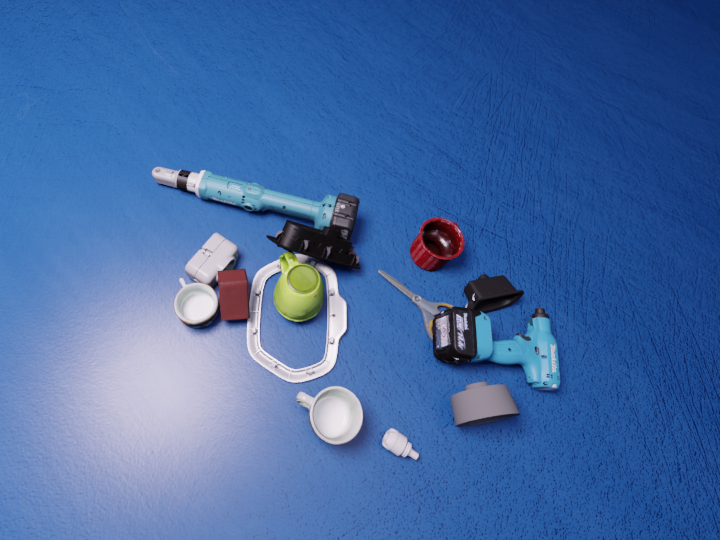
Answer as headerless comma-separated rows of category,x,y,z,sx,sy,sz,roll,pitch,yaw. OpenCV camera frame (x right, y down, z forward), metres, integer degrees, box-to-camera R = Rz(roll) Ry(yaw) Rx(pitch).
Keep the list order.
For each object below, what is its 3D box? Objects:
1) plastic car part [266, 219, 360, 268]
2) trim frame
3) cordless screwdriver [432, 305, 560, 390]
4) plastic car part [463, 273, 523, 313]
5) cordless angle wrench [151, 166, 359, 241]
plastic car part,-0.076,-0.050,0.781,0.192,0.067,0.070,9,25,-42
trim frame,-0.118,0.081,0.797,0.181,0.027,0.255,4,62,-9
cordless screwdriver,0.264,0.123,0.804,0.243,0.075,0.162,16,63,-12
plastic car part,0.261,0.042,0.863,0.114,0.064,0.074,-13,55,-20
cordless angle wrench,-0.218,-0.148,0.858,0.424,0.096,0.075,14,67,1
